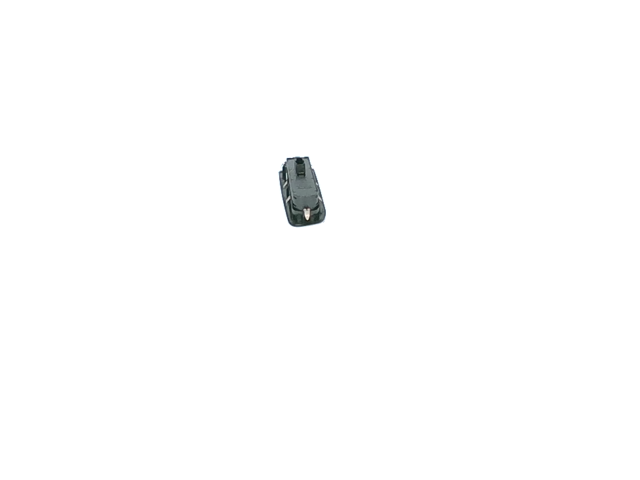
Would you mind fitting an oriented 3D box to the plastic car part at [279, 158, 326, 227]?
[{"bbox_3d":[-0.029,-0.091,0.698,0.066,0.067,0.202,2,37,-10],"label":"plastic car part"}]
